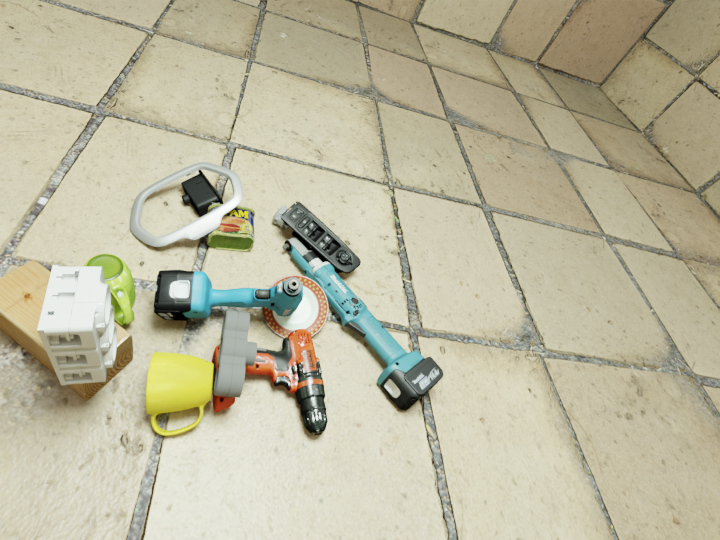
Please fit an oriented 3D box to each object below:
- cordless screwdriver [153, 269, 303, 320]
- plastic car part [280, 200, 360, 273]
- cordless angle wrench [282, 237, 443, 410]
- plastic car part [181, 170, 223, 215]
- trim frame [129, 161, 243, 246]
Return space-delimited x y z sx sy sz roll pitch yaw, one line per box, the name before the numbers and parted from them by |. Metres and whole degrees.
cordless screwdriver | -0.223 0.040 0.731 0.244 0.159 0.076 2 72 -12
plastic car part | -0.093 -0.061 0.951 0.205 0.067 0.065 39 50 6
cordless angle wrench | -0.020 0.079 0.862 0.095 0.073 0.441 -24 60 -38
plastic car part | -0.362 -0.166 0.950 0.069 0.064 0.121 -32 65 -25
trim frame | -0.367 -0.143 0.893 0.245 0.027 0.193 -33 62 -18
